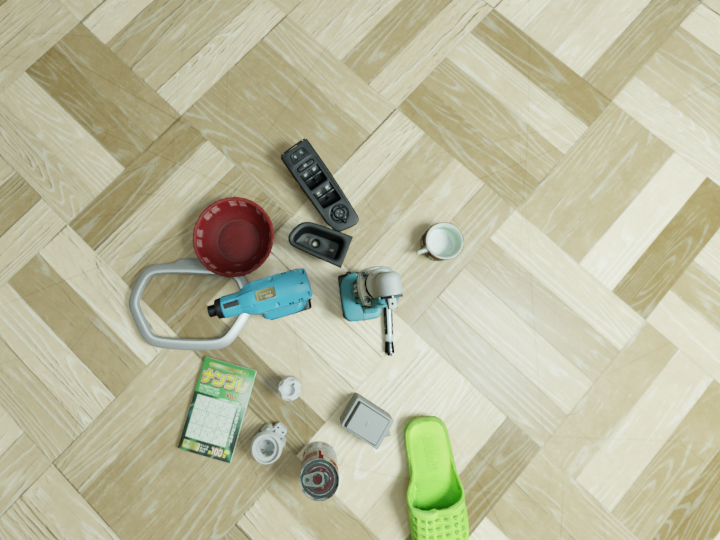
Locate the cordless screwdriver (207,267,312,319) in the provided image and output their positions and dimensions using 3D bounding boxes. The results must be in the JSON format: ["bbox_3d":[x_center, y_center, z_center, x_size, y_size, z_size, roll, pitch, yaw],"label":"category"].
[{"bbox_3d":[-0.163,0.050,0.739,0.158,0.247,0.075,-16,86,-5],"label":"cordless screwdriver"}]

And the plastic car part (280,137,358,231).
[{"bbox_3d":[-0.081,-0.165,0.863,0.066,0.066,0.206,-34,83,-6],"label":"plastic car part"}]

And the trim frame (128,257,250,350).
[{"bbox_3d":[-0.339,0.065,0.849,0.249,0.027,0.186,1,81,1],"label":"trim frame"}]

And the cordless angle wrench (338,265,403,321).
[{"bbox_3d":[0.013,0.032,0.654,0.074,0.421,0.099,-7,85,-6],"label":"cordless angle wrench"}]

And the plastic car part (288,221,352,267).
[{"bbox_3d":[-0.083,-0.054,0.844,0.117,0.070,0.066,21,83,2],"label":"plastic car part"}]
